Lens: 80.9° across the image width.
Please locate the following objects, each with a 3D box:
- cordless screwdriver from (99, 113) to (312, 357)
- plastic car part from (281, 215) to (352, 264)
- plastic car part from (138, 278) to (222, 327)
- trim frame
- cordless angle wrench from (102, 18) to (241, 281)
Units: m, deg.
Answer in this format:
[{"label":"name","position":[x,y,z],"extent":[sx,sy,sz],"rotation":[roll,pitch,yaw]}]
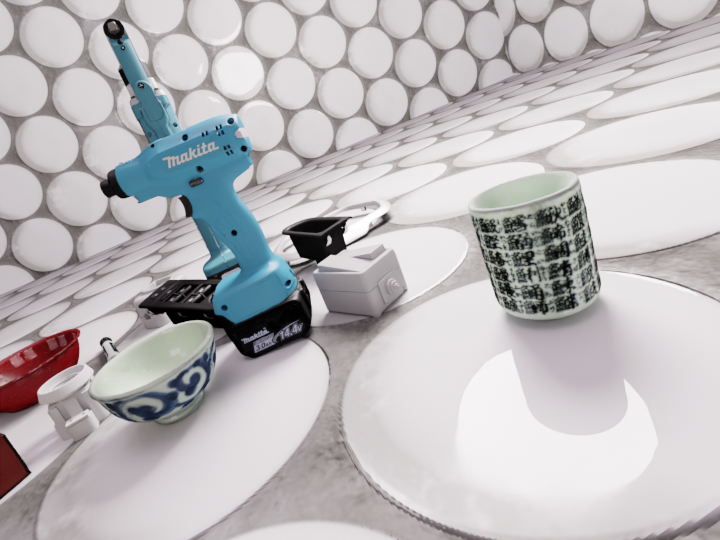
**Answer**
[{"label":"cordless screwdriver","position":[-0.158,-0.025,0.460],"extent":[0.160,0.242,0.076],"rotation":[-21,16,2]},{"label":"plastic car part","position":[-0.064,-0.042,0.653],"extent":[0.064,0.069,0.122],"rotation":[-34,23,-34]},{"label":"plastic car part","position":[-0.227,0.050,0.595],"extent":[0.212,0.065,0.065],"rotation":[-6,24,37]},{"label":"trim frame","position":[-0.056,-0.075,0.788],"extent":[0.244,0.027,0.192],"rotation":[-29,21,-18]},{"label":"cordless angle wrench","position":[-0.260,-0.144,0.617],"extent":[0.073,0.412,0.102],"rotation":[-25,17,-14]}]
